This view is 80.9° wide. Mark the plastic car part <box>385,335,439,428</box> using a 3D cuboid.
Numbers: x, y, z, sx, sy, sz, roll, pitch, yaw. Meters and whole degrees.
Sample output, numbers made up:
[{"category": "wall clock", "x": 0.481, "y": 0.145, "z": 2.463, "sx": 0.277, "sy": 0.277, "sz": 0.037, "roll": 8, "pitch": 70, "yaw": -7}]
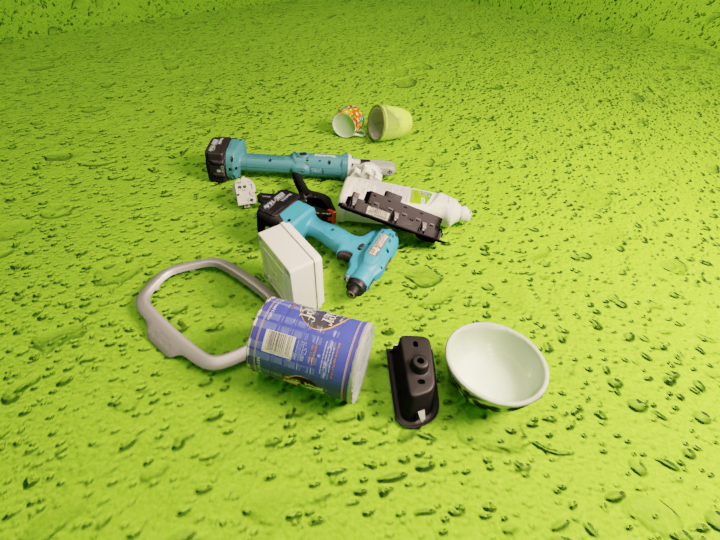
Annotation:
[{"category": "plastic car part", "x": 0.071, "y": 0.130, "z": 0.542, "sx": 0.066, "sy": 0.069, "sz": 0.120, "roll": 0, "pitch": 39, "yaw": 0}]

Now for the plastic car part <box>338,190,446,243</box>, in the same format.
[{"category": "plastic car part", "x": 0.064, "y": -0.101, "z": 0.764, "sx": 0.200, "sy": 0.067, "sz": 0.067, "roll": 23, "pitch": -4, "yaw": -8}]

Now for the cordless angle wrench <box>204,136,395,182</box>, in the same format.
[{"category": "cordless angle wrench", "x": -0.133, "y": -0.242, "z": 0.961, "sx": 0.424, "sy": 0.072, "sz": 0.100, "roll": 4, "pitch": 42, "yaw": 1}]

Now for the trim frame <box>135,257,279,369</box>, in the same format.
[{"category": "trim frame", "x": -0.238, "y": 0.058, "z": 0.657, "sx": 0.261, "sy": 0.027, "sz": 0.181, "roll": 29, "pitch": 49, "yaw": 27}]

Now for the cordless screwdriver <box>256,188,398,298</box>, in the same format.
[{"category": "cordless screwdriver", "x": -0.072, "y": -0.047, "z": 0.740, "sx": 0.257, "sy": 0.072, "sz": 0.158, "roll": 21, "pitch": 46, "yaw": 17}]
